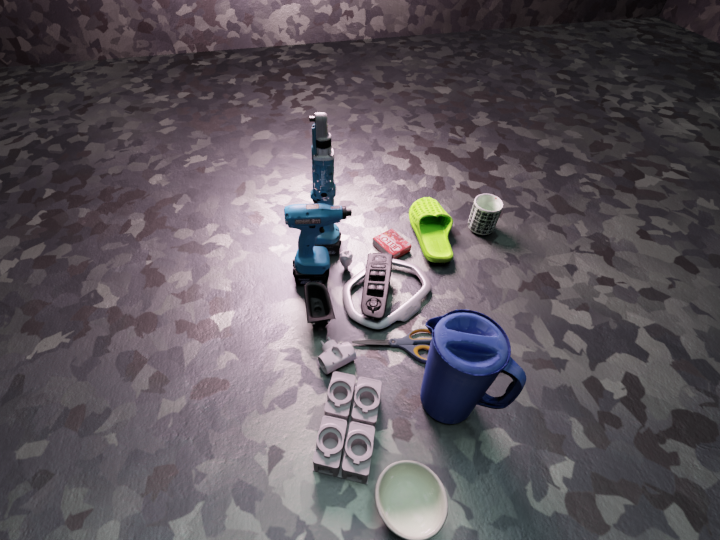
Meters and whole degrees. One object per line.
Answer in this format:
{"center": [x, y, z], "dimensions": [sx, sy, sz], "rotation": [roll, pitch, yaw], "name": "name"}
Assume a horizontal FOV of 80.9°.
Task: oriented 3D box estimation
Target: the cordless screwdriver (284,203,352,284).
{"center": [-0.105, -0.068, 1.069], "dimensions": [0.159, 0.241, 0.077], "rotation": [-2, 47, -4], "name": "cordless screwdriver"}

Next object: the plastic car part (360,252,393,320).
{"center": [0.040, 0.046, 1.078], "dimensions": [0.067, 0.065, 0.207], "rotation": [6, 47, 5], "name": "plastic car part"}

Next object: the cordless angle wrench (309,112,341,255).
{"center": [-0.096, -0.208, 1.085], "dimensions": [0.098, 0.410, 0.077], "rotation": [2, 47, -2], "name": "cordless angle wrench"}

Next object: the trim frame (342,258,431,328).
{"center": [0.067, 0.055, 1.095], "dimensions": [0.244, 0.026, 0.194], "rotation": [-35, 55, -27], "name": "trim frame"}

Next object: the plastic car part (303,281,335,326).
{"center": [-0.104, 0.091, 1.038], "dimensions": [0.065, 0.069, 0.121], "rotation": [-8, 47, -9], "name": "plastic car part"}
